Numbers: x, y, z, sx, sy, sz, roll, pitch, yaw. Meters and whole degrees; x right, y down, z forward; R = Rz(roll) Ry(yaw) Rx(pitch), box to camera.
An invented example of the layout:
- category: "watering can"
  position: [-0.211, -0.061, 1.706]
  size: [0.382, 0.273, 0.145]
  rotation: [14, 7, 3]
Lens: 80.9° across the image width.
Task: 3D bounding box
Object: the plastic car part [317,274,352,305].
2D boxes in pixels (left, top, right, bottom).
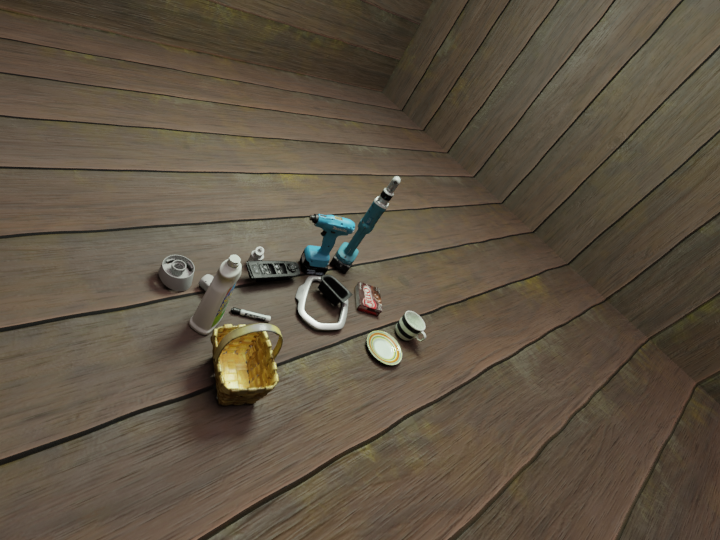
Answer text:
- category: "plastic car part"
  position: [-0.098, 0.073, 1.441]
  size: [0.120, 0.071, 0.064]
  rotation: [42, 36, 13]

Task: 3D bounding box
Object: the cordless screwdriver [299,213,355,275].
- category: "cordless screwdriver"
  position: [-0.142, -0.093, 1.455]
  size: [0.152, 0.249, 0.077]
  rotation: [13, 41, -27]

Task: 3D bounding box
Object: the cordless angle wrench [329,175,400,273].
- category: "cordless angle wrench"
  position: [0.022, -0.163, 1.507]
  size: [0.074, 0.423, 0.098]
  rotation: [34, 36, -3]

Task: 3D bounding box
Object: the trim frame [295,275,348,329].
- category: "trim frame"
  position: [-0.127, 0.106, 1.418]
  size: [0.181, 0.027, 0.253]
  rotation: [24, 36, -10]

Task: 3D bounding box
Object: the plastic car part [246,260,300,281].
- category: "plastic car part"
  position: [-0.285, 0.008, 1.387]
  size: [0.194, 0.067, 0.069]
  rotation: [-6, 51, -40]
